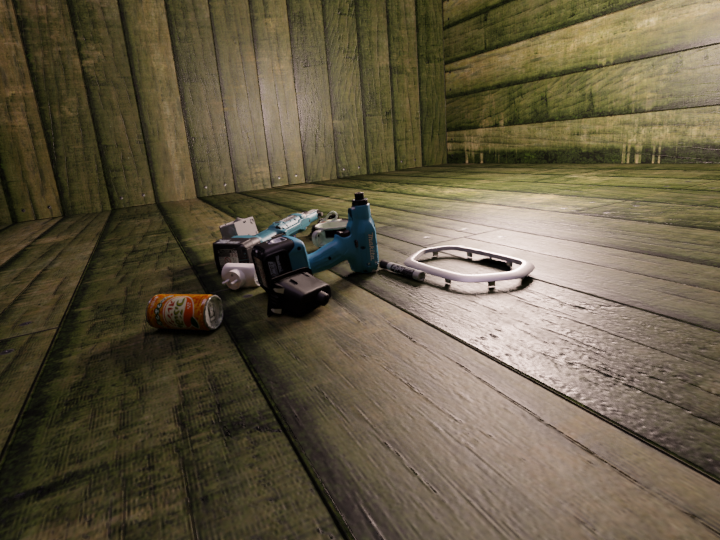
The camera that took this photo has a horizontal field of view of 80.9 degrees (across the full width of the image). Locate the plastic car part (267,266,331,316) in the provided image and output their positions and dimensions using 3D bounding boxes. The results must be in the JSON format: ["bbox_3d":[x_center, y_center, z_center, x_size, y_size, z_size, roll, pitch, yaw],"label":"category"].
[{"bbox_3d":[-0.089,0.038,0.689,0.075,0.065,0.112,23,25,29],"label":"plastic car part"}]

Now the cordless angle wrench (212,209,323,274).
[{"bbox_3d":[-0.209,-0.097,1.087,0.102,0.073,0.416,1,21,23],"label":"cordless angle wrench"}]

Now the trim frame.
[{"bbox_3d":[0.197,-0.013,0.800,0.178,0.027,0.261,-17,18,-28],"label":"trim frame"}]

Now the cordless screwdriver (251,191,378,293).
[{"bbox_3d":[-0.078,-0.051,0.793,0.241,0.156,0.078,-16,18,-26],"label":"cordless screwdriver"}]

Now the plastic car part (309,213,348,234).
[{"bbox_3d":[-0.060,-0.123,1.189,0.063,0.066,0.214,-9,18,-39],"label":"plastic car part"}]
